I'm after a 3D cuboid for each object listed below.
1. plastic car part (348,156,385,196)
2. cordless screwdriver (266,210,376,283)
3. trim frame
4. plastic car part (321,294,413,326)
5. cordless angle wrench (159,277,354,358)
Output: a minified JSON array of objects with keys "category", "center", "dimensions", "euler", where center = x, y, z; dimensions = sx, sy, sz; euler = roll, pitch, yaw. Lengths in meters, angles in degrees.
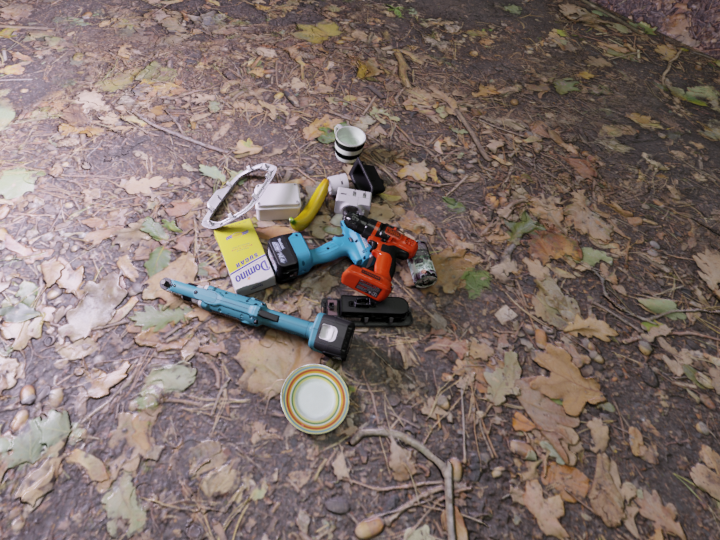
[{"category":"plastic car part","center":[0.027,-0.244,1.149],"dimensions":[0.068,0.066,0.121],"euler":[-9,59,-31]},{"category":"cordless screwdriver","center":[-0.098,-0.064,1.000],"dimensions":[0.243,0.073,0.166],"euler":[-12,57,-19]},{"category":"trim frame","center":[-0.302,-0.192,1.048],"dimensions":[0.192,0.026,0.251],"euler":[-6,47,33]},{"category":"plastic car part","center":[0.018,0.081,0.918],"dimensions":[0.201,0.065,0.068],"euler":[4,48,-7]},{"category":"cordless angle wrench","center":[-0.224,0.086,0.877],"dimensions":[0.432,0.095,0.075],"euler":[16,73,10]}]
